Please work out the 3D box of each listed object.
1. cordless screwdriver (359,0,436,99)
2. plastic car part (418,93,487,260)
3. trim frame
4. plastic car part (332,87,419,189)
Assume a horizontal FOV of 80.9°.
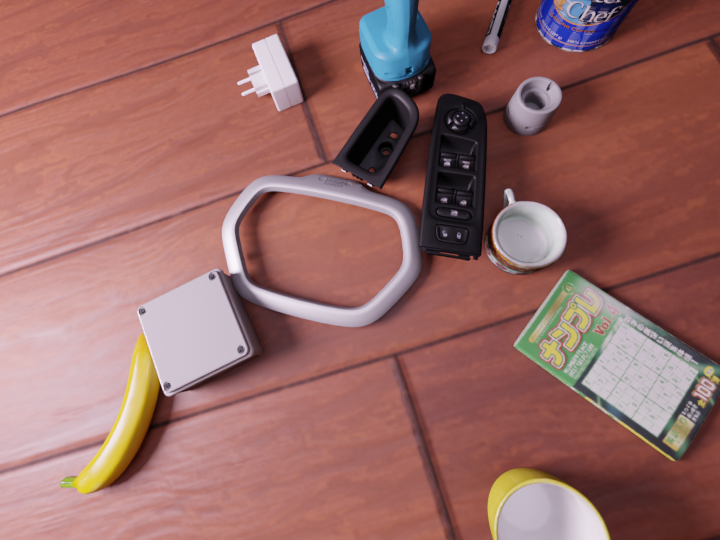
[{"bbox_3d":[0.034,-0.308,0.461,0.074,0.243,0.163,-19,77,-1],"label":"cordless screwdriver"},{"bbox_3d":[0.108,-0.108,0.492,0.067,0.065,0.205,7,77,7],"label":"plastic car part"},{"bbox_3d":[-0.050,-0.033,0.514,0.253,0.027,0.185,11,78,10],"label":"trim frame"},{"bbox_3d":[0.027,-0.150,0.512,0.068,0.069,0.116,31,82,11],"label":"plastic car part"}]
